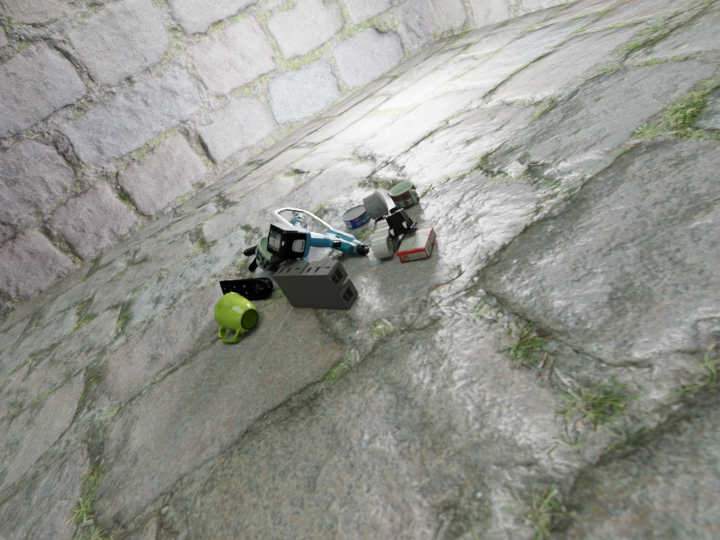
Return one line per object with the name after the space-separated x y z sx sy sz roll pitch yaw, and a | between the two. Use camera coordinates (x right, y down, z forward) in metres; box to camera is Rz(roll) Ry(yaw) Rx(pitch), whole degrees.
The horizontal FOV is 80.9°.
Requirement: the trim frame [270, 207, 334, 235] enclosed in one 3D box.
-0.172 -0.145 1.310 0.176 0.027 0.263 -6 28 -39 | trim frame

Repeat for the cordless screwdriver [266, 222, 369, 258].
-0.107 -0.070 1.093 0.237 0.073 0.168 -3 18 -41 | cordless screwdriver

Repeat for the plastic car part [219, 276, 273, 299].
-0.326 0.051 1.235 0.212 0.066 0.065 -3 12 42 | plastic car part

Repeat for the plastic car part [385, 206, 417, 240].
0.097 -0.127 1.066 0.067 0.070 0.115 -30 5 22 | plastic car part

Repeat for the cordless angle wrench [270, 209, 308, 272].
-0.204 -0.106 1.335 0.075 0.094 0.433 -27 26 12 | cordless angle wrench
